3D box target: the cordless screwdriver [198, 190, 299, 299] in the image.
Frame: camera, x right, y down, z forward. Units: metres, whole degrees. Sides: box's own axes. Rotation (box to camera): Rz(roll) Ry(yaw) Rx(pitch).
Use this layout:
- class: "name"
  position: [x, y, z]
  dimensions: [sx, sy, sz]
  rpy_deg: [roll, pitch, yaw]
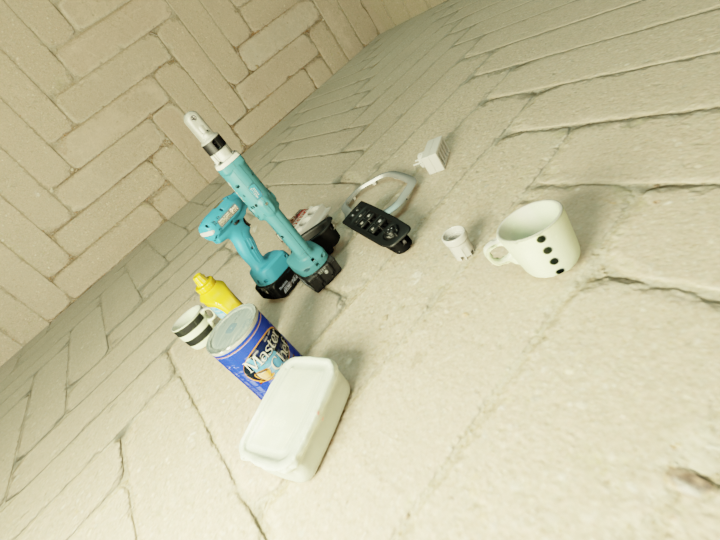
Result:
- class: "cordless screwdriver"
  position: [-0.227, -0.062, 0.938]
  dimensions: [0.077, 0.238, 0.159]
  rpy_deg: [-9, 39, 44]

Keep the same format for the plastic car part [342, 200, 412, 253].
- class: "plastic car part"
  position: [0.038, -0.080, 0.850]
  dimensions: [0.066, 0.064, 0.213]
  rpy_deg: [-42, 29, -7]

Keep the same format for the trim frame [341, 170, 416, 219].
- class: "trim frame"
  position: [0.037, -0.174, 1.019]
  dimensions: [0.184, 0.026, 0.260]
  rpy_deg: [-40, 30, -3]

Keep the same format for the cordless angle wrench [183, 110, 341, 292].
- class: "cordless angle wrench"
  position: [-0.190, -0.129, 0.821]
  dimensions: [0.074, 0.405, 0.103]
  rpy_deg: [-44, 27, -13]

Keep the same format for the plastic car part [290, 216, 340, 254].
- class: "plastic car part"
  position: [-0.094, -0.062, 0.965]
  dimensions: [0.118, 0.068, 0.068]
  rpy_deg: [-30, 29, 14]
